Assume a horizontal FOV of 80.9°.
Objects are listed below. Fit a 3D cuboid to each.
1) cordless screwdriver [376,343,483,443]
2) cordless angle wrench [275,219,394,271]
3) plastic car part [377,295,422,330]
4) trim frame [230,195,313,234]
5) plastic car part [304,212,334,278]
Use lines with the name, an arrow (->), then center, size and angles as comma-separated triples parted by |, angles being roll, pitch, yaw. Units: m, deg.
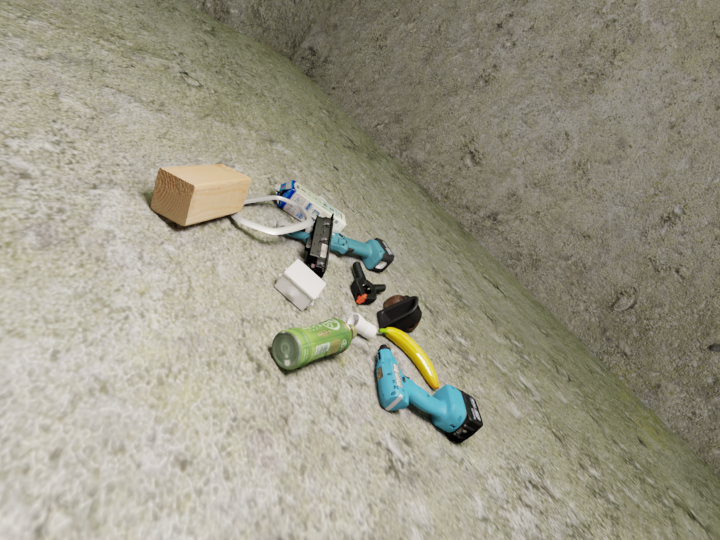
cordless screwdriver -> 0.139, 0.264, 0.928 | 0.241, 0.074, 0.164 | 29, 26, -18
cordless angle wrench -> -0.071, -0.081, 1.222 | 0.400, 0.075, 0.103 | 15, 36, -42
plastic car part -> 0.111, 0.123, 1.098 | 0.068, 0.118, 0.068 | 57, 15, -30
trim frame -> -0.228, -0.146, 1.078 | 0.192, 0.027, 0.241 | 34, 32, 21
plastic car part -> -0.106, -0.069, 1.085 | 0.067, 0.065, 0.207 | 14, 50, -5
